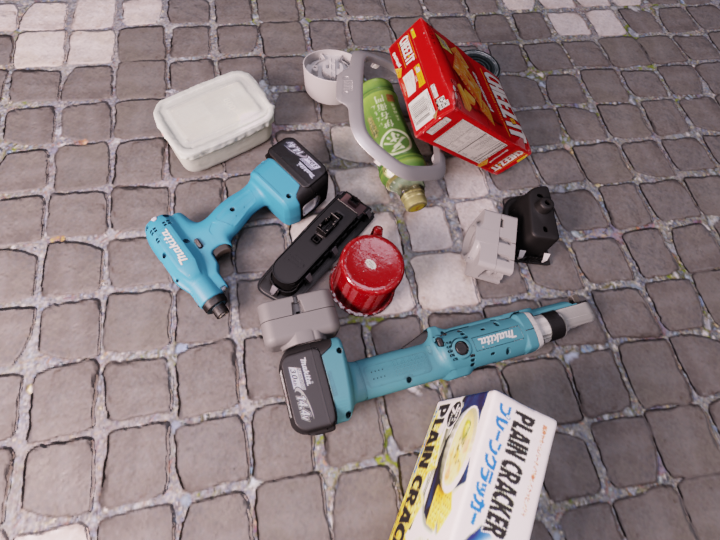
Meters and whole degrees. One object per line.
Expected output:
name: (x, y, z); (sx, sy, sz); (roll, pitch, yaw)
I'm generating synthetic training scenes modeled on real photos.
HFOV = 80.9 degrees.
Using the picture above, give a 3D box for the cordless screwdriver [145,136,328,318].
cordless screwdriver: (-0.148, -0.061, 0.576); (0.246, 0.073, 0.164); (-37, 75, -15)

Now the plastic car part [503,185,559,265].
plastic car part: (0.253, -0.075, 0.615); (0.065, 0.070, 0.119); (7, 69, -6)

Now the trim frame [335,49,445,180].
trim frame: (0.047, -0.221, 0.598); (0.176, 0.028, 0.255); (20, 53, -27)

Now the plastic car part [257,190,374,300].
plastic car part: (-0.057, -0.037, 0.580); (0.067, 0.067, 0.202); (40, 71, 2)

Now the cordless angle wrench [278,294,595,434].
cordless angle wrench: (0.113, 0.100, 0.527); (0.416, 0.073, 0.101); (-12, 69, -13)
